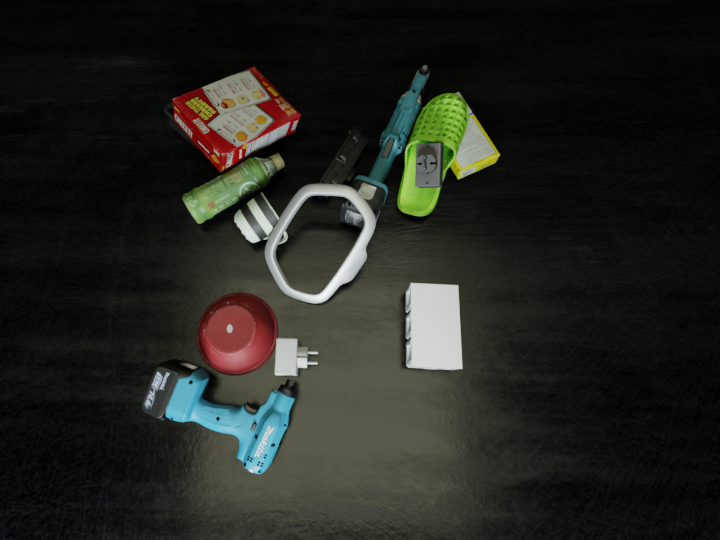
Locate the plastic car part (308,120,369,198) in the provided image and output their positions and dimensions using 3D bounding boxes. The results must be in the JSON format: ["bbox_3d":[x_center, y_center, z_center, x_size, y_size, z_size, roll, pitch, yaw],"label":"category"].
[{"bbox_3d":[-0.037,-0.234,0.909,0.067,0.066,0.204,26,74,-3],"label":"plastic car part"}]

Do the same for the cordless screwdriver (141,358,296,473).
[{"bbox_3d":[-0.244,0.228,0.750,0.252,0.073,0.159,24,81,5],"label":"cordless screwdriver"}]

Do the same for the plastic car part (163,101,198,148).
[{"bbox_3d":[-0.379,-0.318,0.941,0.116,0.071,0.066,37,58,-1],"label":"plastic car part"}]

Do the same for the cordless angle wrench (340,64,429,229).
[{"bbox_3d":[0.071,-0.282,0.914,0.075,0.096,0.425,22,69,5],"label":"cordless angle wrench"}]

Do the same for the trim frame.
[{"bbox_3d":[-0.080,-0.052,0.816,0.187,0.027,0.248,34,102,7],"label":"trim frame"}]
